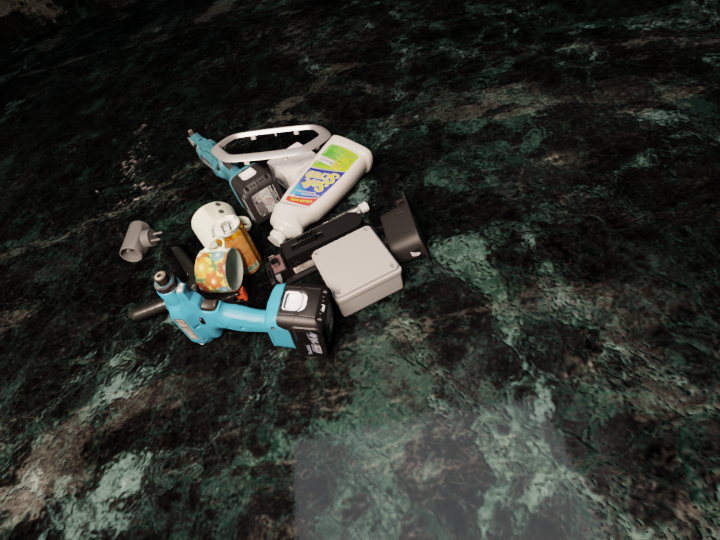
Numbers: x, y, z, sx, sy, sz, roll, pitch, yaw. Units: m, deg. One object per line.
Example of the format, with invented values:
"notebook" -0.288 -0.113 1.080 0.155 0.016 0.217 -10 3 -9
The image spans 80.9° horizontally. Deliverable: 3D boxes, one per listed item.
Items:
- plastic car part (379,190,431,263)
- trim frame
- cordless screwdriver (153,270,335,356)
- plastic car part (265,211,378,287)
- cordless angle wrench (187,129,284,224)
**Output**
"plastic car part" 0.066 -0.061 0.698 0.072 0.062 0.121 -22 50 18
"trim frame" -0.183 -0.261 0.865 0.251 0.026 0.190 -8 37 4
"cordless screwdriver" -0.167 0.055 0.610 0.255 0.152 0.076 1 52 15
"plastic car part" -0.071 -0.046 0.727 0.202 0.064 0.070 -23 42 -5
"cordless angle wrench" -0.304 -0.236 0.945 0.073 0.093 0.448 -37 46 -15
